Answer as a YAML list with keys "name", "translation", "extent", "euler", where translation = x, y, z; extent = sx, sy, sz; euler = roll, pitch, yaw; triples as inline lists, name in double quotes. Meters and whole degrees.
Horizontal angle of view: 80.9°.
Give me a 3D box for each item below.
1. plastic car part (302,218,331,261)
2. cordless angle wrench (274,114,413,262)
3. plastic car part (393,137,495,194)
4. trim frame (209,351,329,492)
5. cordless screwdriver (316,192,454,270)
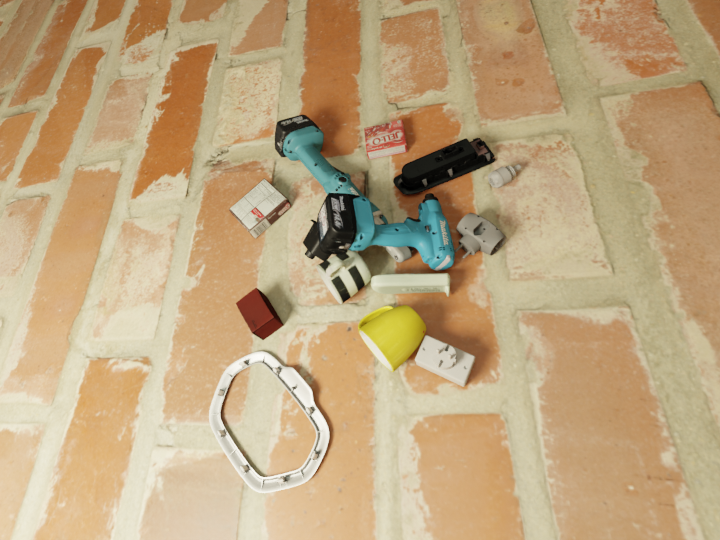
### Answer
- name: "plastic car part"
  translation: [-0.082, -0.054, 0.841]
  extent: [0.071, 0.063, 0.121]
  euler: [-57, 25, 0]
- name: "cordless angle wrench"
  translation: [-0.041, -0.174, 0.888]
  extent: [0.095, 0.073, 0.442]
  euler: [-25, 61, -27]
- name: "plastic car part"
  translation: [0.165, -0.214, 0.856]
  extent: [0.205, 0.064, 0.068]
  euler: [-24, 68, 7]
- name: "trim frame"
  translation: [-0.166, 0.257, 0.741]
  extent: [0.183, 0.026, 0.261]
  euler: [-44, 59, -8]
- name: "cordless screwdriver"
  translation: [0.048, -0.091, 0.772]
  extent: [0.243, 0.074, 0.164]
  euler: [7, 58, -15]
